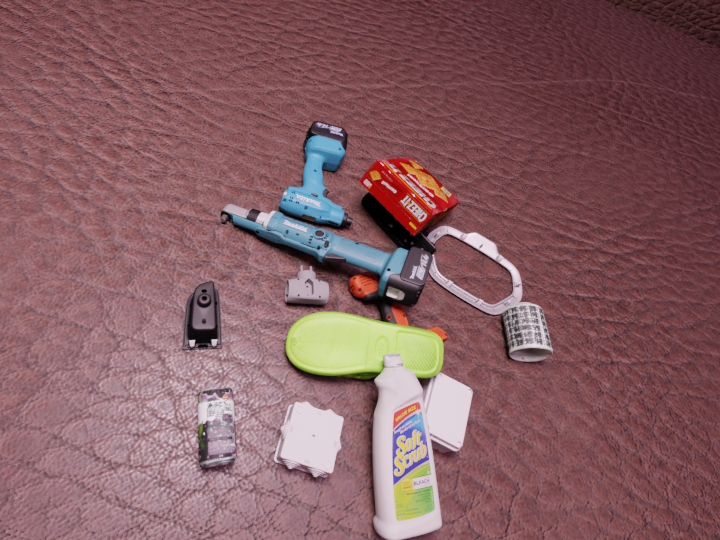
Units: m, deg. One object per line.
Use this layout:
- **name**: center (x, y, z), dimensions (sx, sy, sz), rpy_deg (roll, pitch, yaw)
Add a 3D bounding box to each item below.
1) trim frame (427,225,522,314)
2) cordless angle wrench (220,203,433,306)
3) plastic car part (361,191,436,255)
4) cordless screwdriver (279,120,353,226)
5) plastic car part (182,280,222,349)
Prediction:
- **trim frame**: center (0.254, -0.008, 0.949), dimensions (0.252, 0.027, 0.184), rpy_deg (31, 55, 6)
- **cordless angle wrench**: center (-0.080, -0.053, 0.821), dimensions (0.433, 0.072, 0.098), rpy_deg (20, 53, 12)
- **plastic car part**: center (0.089, -0.108, 0.942), dimensions (0.208, 0.066, 0.065), rpy_deg (45, 47, 13)
- **cordless screwdriver**: center (-0.076, -0.214, 0.954), dimensions (0.157, 0.074, 0.253), rpy_deg (16, 60, -7)
- **plastic car part**: center (-0.268, 0.069, 0.722), dimensions (0.064, 0.071, 0.120), rpy_deg (1, 62, -20)
